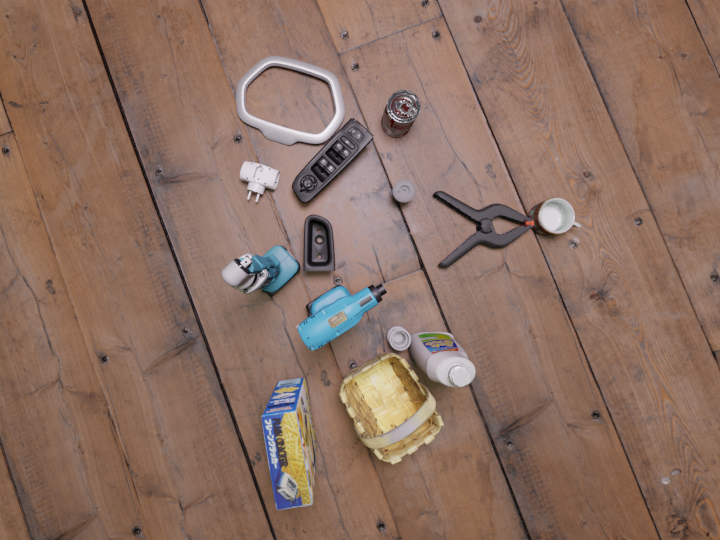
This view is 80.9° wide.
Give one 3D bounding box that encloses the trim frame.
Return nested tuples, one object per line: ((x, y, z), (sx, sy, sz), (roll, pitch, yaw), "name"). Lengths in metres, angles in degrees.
((-0.155, -0.372, 0.932), (0.250, 0.027, 0.184), (17, 88, 2), "trim frame")

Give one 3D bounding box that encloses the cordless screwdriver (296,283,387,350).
((-0.034, 0.070, 0.796), (0.159, 0.249, 0.074), (-32, 92, -2), "cordless screwdriver")

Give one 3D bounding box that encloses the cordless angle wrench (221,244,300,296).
((-0.169, 0.002, 0.716), (0.098, 0.423, 0.074), (-43, 93, -2), "cordless angle wrench")

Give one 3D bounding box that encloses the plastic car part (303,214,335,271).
((-0.087, -0.057, 0.892), (0.066, 0.071, 0.117), (-1, 88, -1), "plastic car part")

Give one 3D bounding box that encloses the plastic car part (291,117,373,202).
((-0.065, -0.228, 0.902), (0.066, 0.067, 0.203), (45, 89, 0), "plastic car part")
